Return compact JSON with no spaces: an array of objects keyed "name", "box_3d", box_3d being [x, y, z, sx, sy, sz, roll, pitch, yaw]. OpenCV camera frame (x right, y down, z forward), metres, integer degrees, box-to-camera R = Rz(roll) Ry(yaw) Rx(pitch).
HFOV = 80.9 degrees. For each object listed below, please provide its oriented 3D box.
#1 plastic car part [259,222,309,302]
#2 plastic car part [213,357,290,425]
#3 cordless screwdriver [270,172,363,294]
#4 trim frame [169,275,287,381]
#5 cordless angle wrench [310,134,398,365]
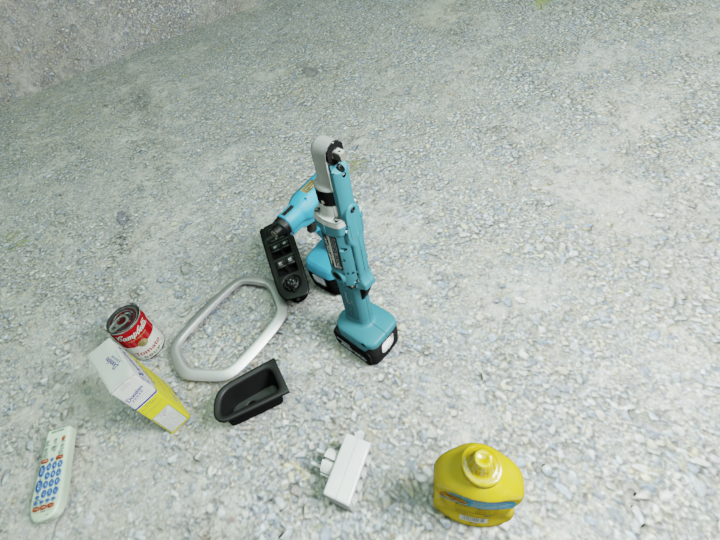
[{"name":"plastic car part","box_3d":[-0.150,-0.012,0.856,0.066,0.064,0.213,-21,49,-6]},{"name":"plastic car part","box_3d":[-0.171,0.205,0.675,0.115,0.068,0.069,-27,50,-10]},{"name":"cordless screwdriver","box_3d":[-0.073,-0.048,0.751,0.078,0.238,0.158,26,59,28]},{"name":"trim frame","box_3d":[-0.249,0.105,0.807,0.193,0.026,0.247,22,59,29]},{"name":"cordless angle wrench","box_3d":[-0.014,-0.007,0.590,0.103,0.405,0.073,31,61,31]}]
